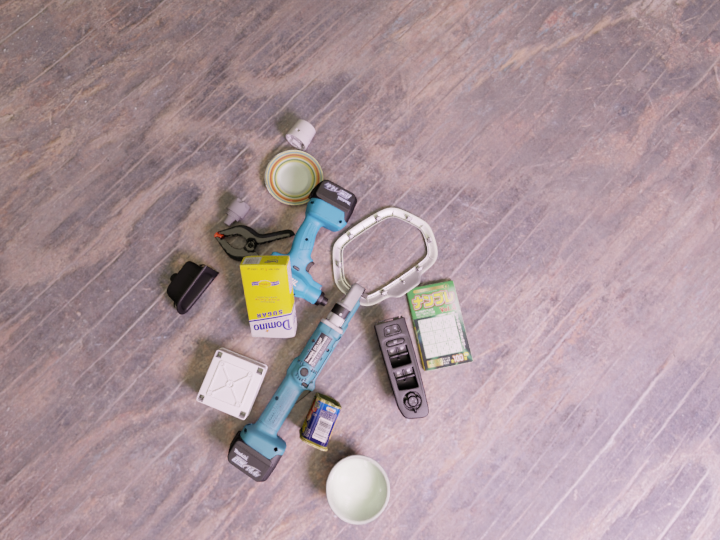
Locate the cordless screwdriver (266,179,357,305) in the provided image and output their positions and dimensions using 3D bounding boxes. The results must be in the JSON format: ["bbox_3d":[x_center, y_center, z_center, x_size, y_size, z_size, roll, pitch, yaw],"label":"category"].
[{"bbox_3d":[-0.088,-0.058,0.900,0.157,0.075,0.249,32,80,-8],"label":"cordless screwdriver"}]

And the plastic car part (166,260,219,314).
[{"bbox_3d":[-0.370,0.026,0.900,0.073,0.064,0.116,37,84,18],"label":"plastic car part"}]

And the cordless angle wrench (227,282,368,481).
[{"bbox_3d":[-0.114,0.206,0.860,0.099,0.074,0.423,32,80,2],"label":"cordless angle wrench"}]

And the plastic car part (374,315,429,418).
[{"bbox_3d":[0.081,0.201,0.869,0.065,0.067,0.207,-14,77,-13],"label":"plastic car part"}]

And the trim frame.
[{"bbox_3d":[0.054,-0.032,0.934,0.247,0.027,0.186,-33,83,-9],"label":"trim frame"}]
